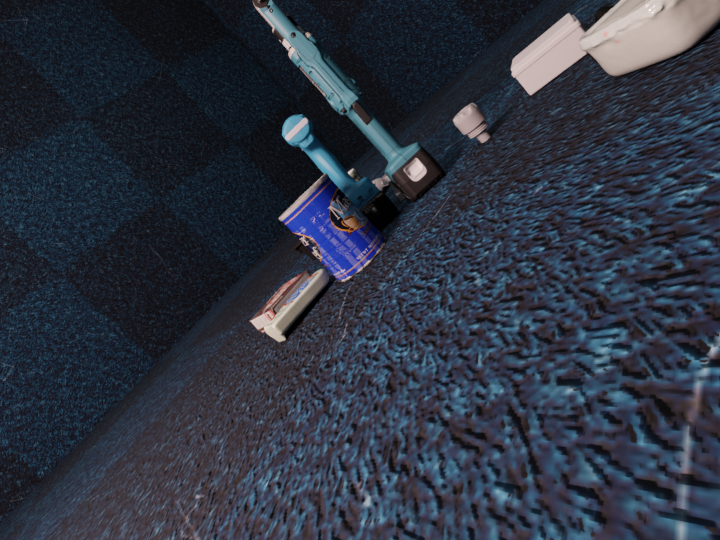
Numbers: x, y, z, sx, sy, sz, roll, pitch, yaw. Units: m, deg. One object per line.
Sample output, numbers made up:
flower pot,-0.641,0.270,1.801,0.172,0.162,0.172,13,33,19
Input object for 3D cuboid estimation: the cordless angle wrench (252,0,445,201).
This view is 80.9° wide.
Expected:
cordless angle wrench,-0.027,-0.296,0.714,0.075,0.417,0.099,-42,8,8

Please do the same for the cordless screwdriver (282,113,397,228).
cordless screwdriver,-0.045,-0.180,0.781,0.074,0.245,0.161,-43,9,6

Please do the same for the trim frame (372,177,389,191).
trim frame,-0.001,-0.175,1.101,0.186,0.027,0.251,-39,14,18

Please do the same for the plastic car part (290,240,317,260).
plastic car part,-0.089,-0.058,0.914,0.065,0.070,0.119,-50,14,-33
